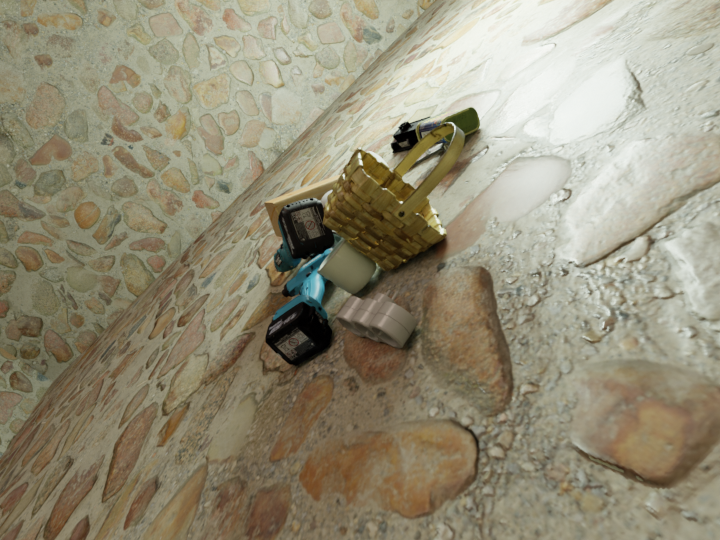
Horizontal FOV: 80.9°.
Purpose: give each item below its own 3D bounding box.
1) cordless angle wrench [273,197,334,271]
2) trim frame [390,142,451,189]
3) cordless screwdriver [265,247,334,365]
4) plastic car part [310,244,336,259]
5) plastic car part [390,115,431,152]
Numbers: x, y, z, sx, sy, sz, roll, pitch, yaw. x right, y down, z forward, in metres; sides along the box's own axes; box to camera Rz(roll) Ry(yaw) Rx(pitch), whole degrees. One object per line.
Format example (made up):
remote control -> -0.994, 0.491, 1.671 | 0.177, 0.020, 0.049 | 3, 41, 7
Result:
cordless angle wrench -> -0.149, -0.042, 0.909 | 0.073, 0.099, 0.428 | -18, -4, -19
trim frame -> 0.098, -0.205, 0.937 | 0.256, 0.026, 0.185 | -25, 30, 40
cordless screwdriver -> -0.112, 0.064, 0.789 | 0.162, 0.072, 0.252 | -33, 23, 25
plastic car part -> -0.094, -0.061, 0.957 | 0.067, 0.068, 0.119 | -32, 29, 25
plastic car part -> 0.137, -0.346, 1.059 | 0.066, 0.064, 0.212 | -42, 25, -13
